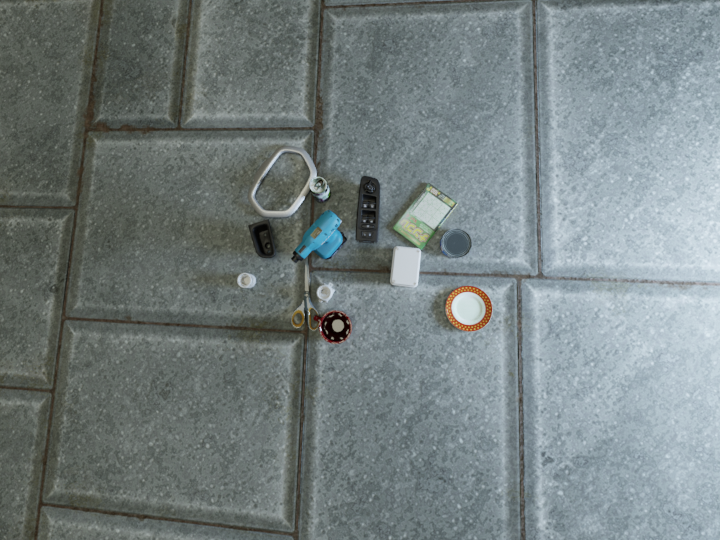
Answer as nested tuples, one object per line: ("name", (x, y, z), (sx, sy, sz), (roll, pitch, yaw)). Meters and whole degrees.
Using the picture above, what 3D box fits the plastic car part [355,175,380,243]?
("plastic car part", (0.024, -0.179, 1.257), (0.067, 0.066, 0.204), (3, 83, 5))

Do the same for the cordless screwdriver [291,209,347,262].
("cordless screwdriver", (-0.114, -0.075, 1.170), (0.075, 0.245, 0.159), (42, 88, 5))

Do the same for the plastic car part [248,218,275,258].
("plastic car part", (-0.288, -0.087, 1.282), (0.066, 0.070, 0.118), (-17, 82, 2))

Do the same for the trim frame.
("trim frame", (-0.246, -0.277, 1.325), (0.188, 0.027, 0.248), (31, 87, 10))
